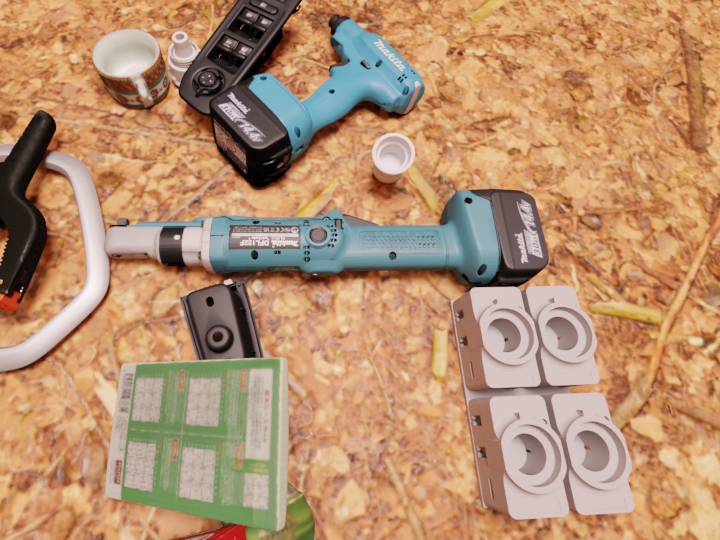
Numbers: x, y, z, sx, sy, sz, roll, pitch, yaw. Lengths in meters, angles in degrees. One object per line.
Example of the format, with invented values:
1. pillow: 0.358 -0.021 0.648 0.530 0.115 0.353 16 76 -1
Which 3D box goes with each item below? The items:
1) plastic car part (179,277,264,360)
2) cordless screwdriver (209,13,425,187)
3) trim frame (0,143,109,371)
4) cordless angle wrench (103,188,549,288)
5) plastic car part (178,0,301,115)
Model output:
1. plastic car part: -0.125 0.059 0.382 0.065 0.069 0.120 -18 69 -12
2. cordless screwdriver: -0.061 -0.214 0.497 0.245 0.073 0.164 -34 75 -20
3. trim frame: -0.352 -0.024 0.422 0.181 0.027 0.255 -19 72 -12
4. cordless angle wrench: -0.042 -0.027 0.425 0.421 0.073 0.100 -1 69 -2
5. plastic car part: -0.145 -0.263 0.510 0.066 0.067 0.203 30 73 -3
